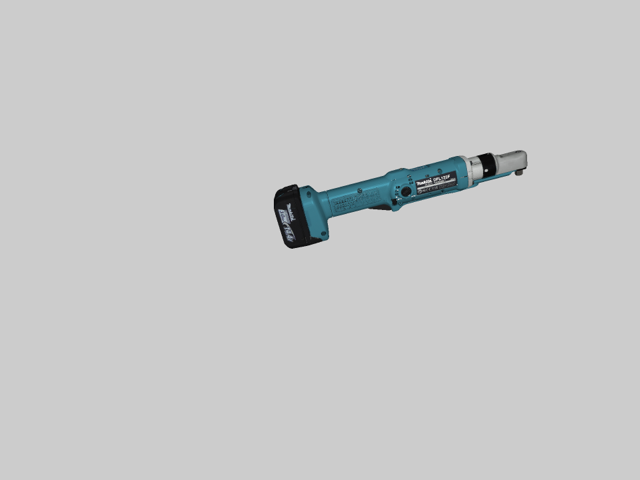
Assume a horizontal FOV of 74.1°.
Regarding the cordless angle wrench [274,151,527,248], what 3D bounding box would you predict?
[{"bbox_3d":[0.135,-0.086,0.709,0.423,0.098,0.074,-14,24,2],"label":"cordless angle wrench"}]
